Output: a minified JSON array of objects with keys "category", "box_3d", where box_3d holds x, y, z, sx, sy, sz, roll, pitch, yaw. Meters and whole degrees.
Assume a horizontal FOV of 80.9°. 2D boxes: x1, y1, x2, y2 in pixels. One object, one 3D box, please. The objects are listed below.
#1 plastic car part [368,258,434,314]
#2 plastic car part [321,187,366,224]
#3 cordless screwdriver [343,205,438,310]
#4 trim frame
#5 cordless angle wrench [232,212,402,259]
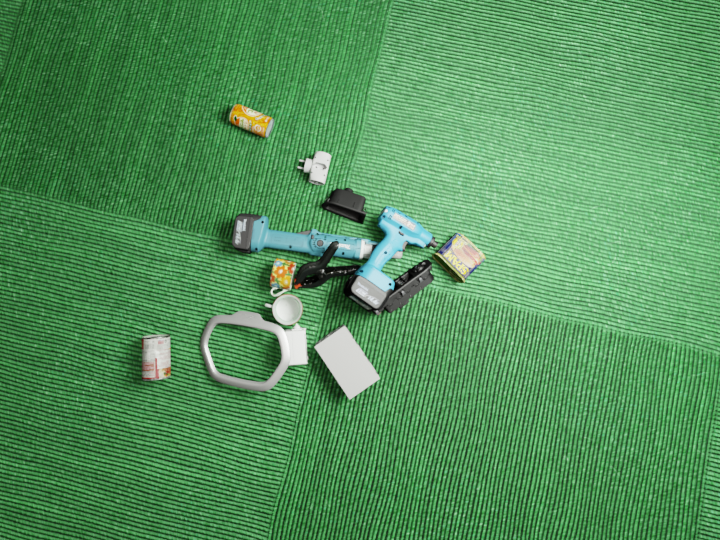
[{"category":"plastic car part","box_3d":[0.105,0.049,1.052,0.202,0.067,0.066,-40,98,-3]},{"category":"plastic car part","box_3d":[-0.033,-0.176,1.081,0.118,0.065,0.071,23,71,5]},{"category":"cordless screwdriver","box_3d":[0.075,-0.017,1.010,0.158,0.075,0.249,30,75,-5]},{"category":"trim frame","box_3d":[-0.285,0.194,1.034,0.257,0.026,0.184,5,89,20]},{"category":"cordless angle wrench","box_3d":[-0.104,-0.068,1.064,0.422,0.074,0.098,8,85,-1]}]
